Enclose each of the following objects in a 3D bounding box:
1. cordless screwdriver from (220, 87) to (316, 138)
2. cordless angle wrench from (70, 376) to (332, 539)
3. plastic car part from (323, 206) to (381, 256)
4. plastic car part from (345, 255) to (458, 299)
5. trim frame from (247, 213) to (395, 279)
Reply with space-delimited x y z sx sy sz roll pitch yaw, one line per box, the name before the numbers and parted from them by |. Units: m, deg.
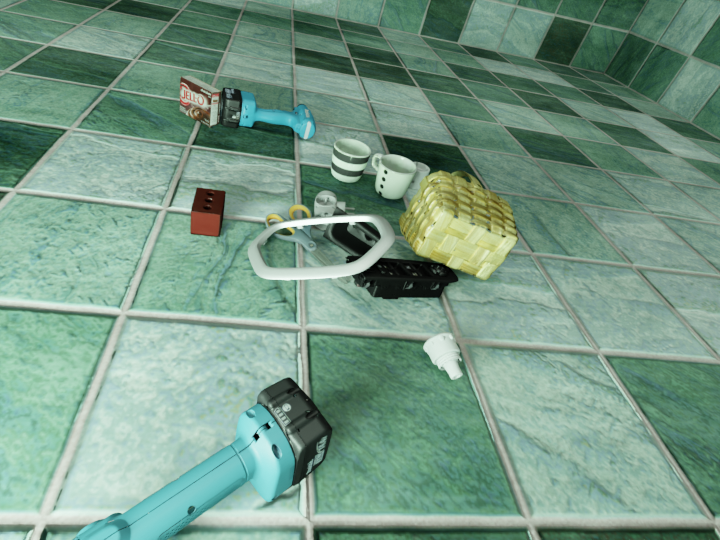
cordless screwdriver | -0.245 -0.424 1.124 0.242 0.073 0.166 6 40 -17
cordless angle wrench | -0.208 0.235 0.344 0.411 0.096 0.078 -26 52 -34
plastic car part | 0.001 -0.065 0.788 0.121 0.065 0.069 35 28 18
plastic car part | 0.072 0.017 0.695 0.196 0.066 0.070 -1 23 -24
trim frame | -0.068 -0.044 0.695 0.254 0.026 0.188 -5 39 14
